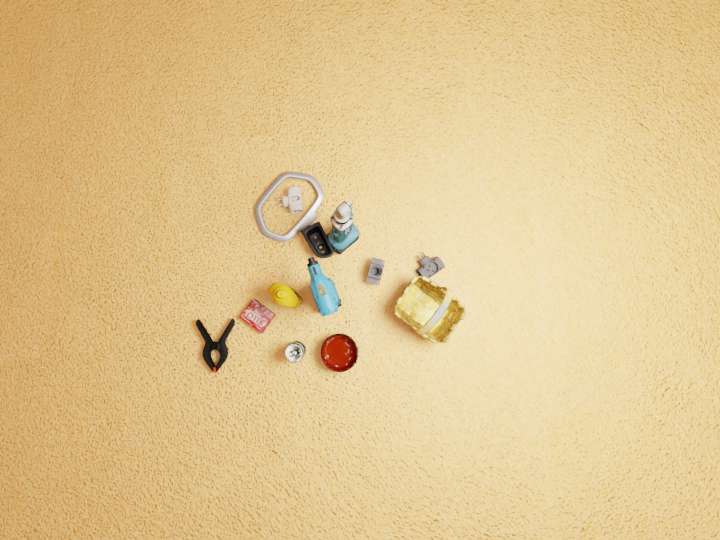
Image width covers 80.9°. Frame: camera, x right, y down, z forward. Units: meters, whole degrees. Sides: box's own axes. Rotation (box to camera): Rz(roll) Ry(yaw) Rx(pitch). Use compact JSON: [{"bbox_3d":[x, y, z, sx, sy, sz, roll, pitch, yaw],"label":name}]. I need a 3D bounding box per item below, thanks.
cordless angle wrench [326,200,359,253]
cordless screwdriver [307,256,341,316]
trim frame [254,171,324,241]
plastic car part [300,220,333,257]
[{"bbox_3d":[-0.049,-0.121,1.154,0.098,0.419,0.075,-41,88,-5],"label":"cordless angle wrench"},{"bbox_3d":[-0.111,0.049,1.219,0.074,0.246,0.161,-20,85,-4],"label":"cordless screwdriver"},{"bbox_3d":[-0.231,-0.209,1.374,0.187,0.027,0.248,39,85,7],"label":"trim frame"},{"bbox_3d":[-0.130,-0.085,1.329,0.066,0.070,0.118,-29,83,-3],"label":"plastic car part"}]
